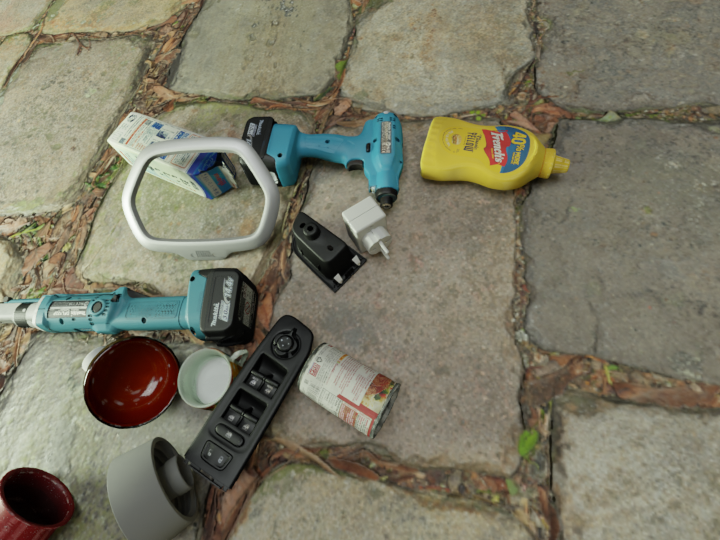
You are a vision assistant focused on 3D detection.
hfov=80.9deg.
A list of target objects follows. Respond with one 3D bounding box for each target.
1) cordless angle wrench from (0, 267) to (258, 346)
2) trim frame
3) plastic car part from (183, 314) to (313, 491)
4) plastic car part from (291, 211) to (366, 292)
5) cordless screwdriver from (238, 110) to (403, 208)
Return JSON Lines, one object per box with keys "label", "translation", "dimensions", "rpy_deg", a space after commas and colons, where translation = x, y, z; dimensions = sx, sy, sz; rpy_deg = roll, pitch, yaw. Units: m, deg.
{"label": "cordless angle wrench", "translation": [-0.360, 0.059, 0.611], "dimensions": [0.432, 0.071, 0.100], "rpy_deg": [-3, 65, 13]}
{"label": "trim frame", "translation": [-0.241, -0.104, 0.631], "dimensions": [0.251, 0.027, 0.182], "rpy_deg": [-2, 98, 7]}
{"label": "plastic car part", "translation": [-0.118, 0.152, 0.512], "dimensions": [0.069, 0.064, 0.203], "rpy_deg": [18, 66, 25]}
{"label": "plastic car part", "translation": [-0.058, -0.038, 0.590], "dimensions": [0.121, 0.068, 0.065], "rpy_deg": [41, 77, 21]}
{"label": "cordless screwdriver", "translation": [-0.060, -0.165, 0.651], "dimensions": [0.252, 0.072, 0.163], "rpy_deg": [0, 65, 8]}
